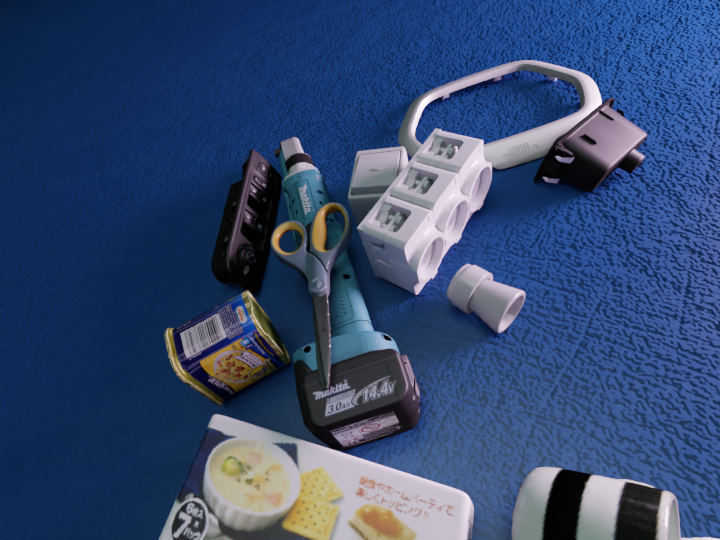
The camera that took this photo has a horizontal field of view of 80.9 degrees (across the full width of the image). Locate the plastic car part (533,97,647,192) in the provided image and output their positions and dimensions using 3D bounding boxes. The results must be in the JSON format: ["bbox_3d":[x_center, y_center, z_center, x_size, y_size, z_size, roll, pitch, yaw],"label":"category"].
[{"bbox_3d":[0.258,-0.128,0.450,0.115,0.064,0.074,-36,68,-12],"label":"plastic car part"}]

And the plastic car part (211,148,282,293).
[{"bbox_3d":[-0.151,-0.063,0.546,0.069,0.063,0.209,-17,52,19],"label":"plastic car part"}]

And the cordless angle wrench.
[{"bbox_3d":[-0.047,-0.031,0.483,0.098,0.071,0.442,-21,50,3],"label":"cordless angle wrench"}]

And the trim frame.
[{"bbox_3d":[0.172,-0.204,0.551,0.251,0.026,0.192,-17,51,6],"label":"trim frame"}]
